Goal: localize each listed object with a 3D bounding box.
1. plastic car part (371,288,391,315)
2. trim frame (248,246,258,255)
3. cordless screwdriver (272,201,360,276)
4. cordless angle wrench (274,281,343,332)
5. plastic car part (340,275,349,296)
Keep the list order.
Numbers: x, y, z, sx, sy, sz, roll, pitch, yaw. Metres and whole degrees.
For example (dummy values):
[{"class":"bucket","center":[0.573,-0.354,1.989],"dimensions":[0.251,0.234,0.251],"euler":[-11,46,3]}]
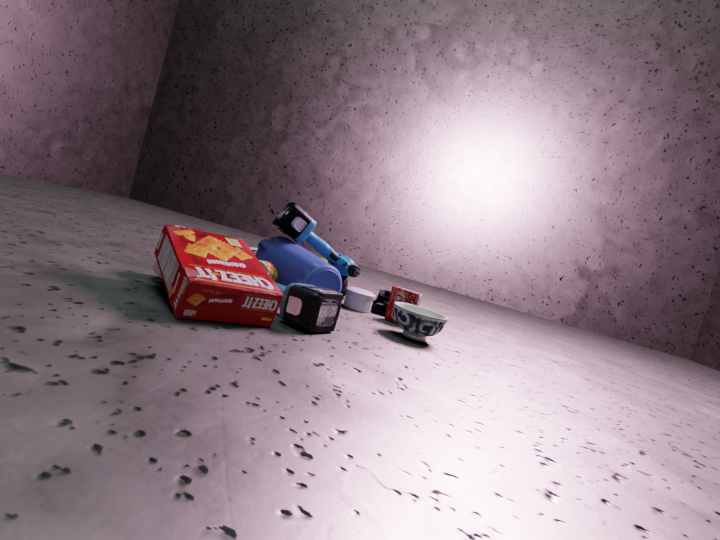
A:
[{"class":"plastic car part","center":[0.067,0.088,1.211],"dimensions":[0.067,0.067,0.201],"euler":[9,1,1]},{"class":"trim frame","center":[-0.346,-0.045,1.258],"dimensions":[0.259,0.028,0.175],"euler":[-6,-9,43]},{"class":"cordless screwdriver","center":[-0.108,-0.070,1.100],"dimensions":[0.239,0.074,0.166],"euler":[42,-7,-22]},{"class":"cordless angle wrench","center":[-0.232,0.026,0.878],"dimensions":[0.446,0.074,0.093],"euler":[16,3,35]},{"class":"plastic car part","center":[-0.061,0.049,1.147],"dimensions":[0.068,0.070,0.114],"euler":[-1,10,18]}]
